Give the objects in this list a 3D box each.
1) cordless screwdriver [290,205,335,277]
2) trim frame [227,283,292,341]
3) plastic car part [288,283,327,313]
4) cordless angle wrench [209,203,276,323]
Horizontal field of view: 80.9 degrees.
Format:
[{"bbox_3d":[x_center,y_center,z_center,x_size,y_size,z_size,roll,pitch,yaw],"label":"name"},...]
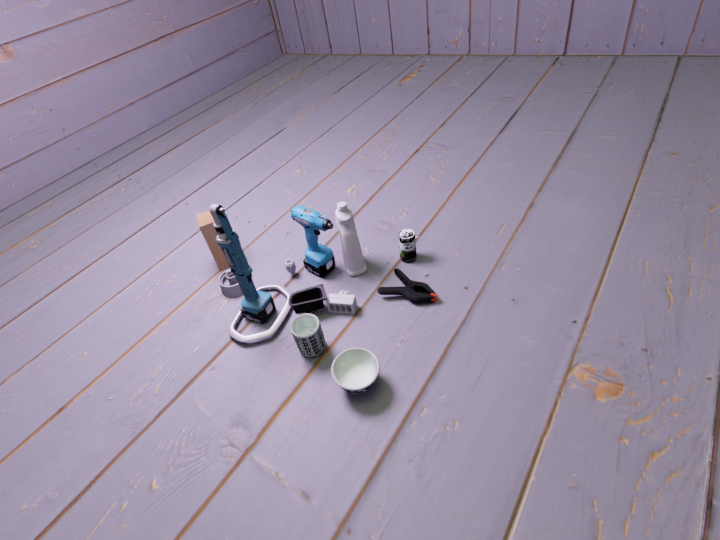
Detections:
[{"bbox_3d":[-0.133,-0.087,1.356,0.168,0.238,0.073,25,52,35],"label":"cordless screwdriver"},{"bbox_3d":[-0.313,0.129,1.330,0.191,0.026,0.250,5,45,21],"label":"trim frame"},{"bbox_3d":[-0.158,0.098,1.289,0.116,0.068,0.069,-17,41,-3],"label":"plastic car part"},{"bbox_3d":[-0.347,-0.015,1.212,0.102,0.406,0.074,12,46,25],"label":"cordless angle wrench"}]
